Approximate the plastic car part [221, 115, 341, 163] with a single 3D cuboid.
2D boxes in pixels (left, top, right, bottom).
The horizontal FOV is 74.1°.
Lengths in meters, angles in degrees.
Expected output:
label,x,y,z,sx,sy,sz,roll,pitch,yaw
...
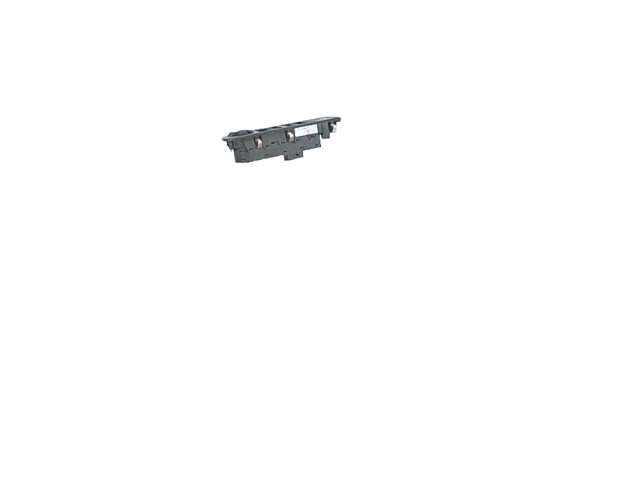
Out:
label,x,y,z,sx,sy,sz,roll,pitch,yaw
plastic car part,-0.066,-0.166,0.702,0.202,0.067,0.066,-15,30,-26
